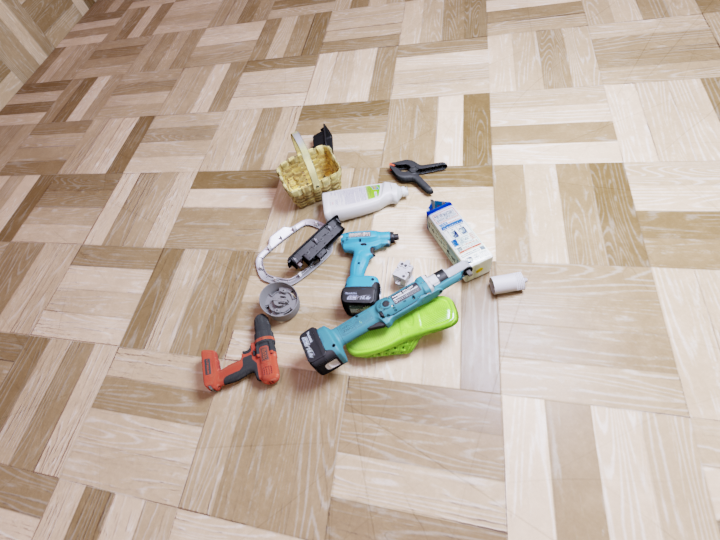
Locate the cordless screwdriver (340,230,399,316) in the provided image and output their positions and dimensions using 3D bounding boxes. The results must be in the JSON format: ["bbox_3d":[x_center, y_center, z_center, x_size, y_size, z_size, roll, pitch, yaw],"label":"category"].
[{"bbox_3d":[0.026,-0.005,1.111,0.162,0.071,0.256,-6,53,10],"label":"cordless screwdriver"}]

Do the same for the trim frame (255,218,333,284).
[{"bbox_3d":[-0.192,-0.057,1.229,0.247,0.026,0.194,-40,56,-10],"label":"trim frame"}]

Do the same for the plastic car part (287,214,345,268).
[{"bbox_3d":[-0.115,-0.075,1.173,0.070,0.064,0.202,34,71,18],"label":"plastic car part"}]

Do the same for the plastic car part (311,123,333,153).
[{"bbox_3d":[-0.134,-0.428,1.438,0.073,0.062,0.120,-15,58,21],"label":"plastic car part"}]

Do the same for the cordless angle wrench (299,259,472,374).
[{"bbox_3d":[0.064,0.092,0.969,0.423,0.070,0.103,-30,48,1],"label":"cordless angle wrench"}]
